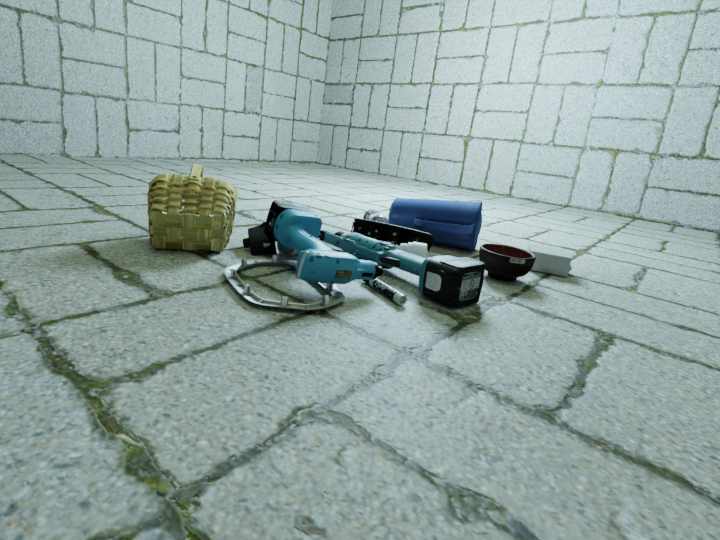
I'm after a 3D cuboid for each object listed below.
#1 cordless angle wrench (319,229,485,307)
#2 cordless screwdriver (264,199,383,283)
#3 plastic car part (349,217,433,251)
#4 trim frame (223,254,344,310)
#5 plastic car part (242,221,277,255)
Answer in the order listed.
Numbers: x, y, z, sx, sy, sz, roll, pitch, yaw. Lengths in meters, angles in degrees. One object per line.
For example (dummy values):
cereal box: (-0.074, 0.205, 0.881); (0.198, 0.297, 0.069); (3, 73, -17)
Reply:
cordless angle wrench: (0.048, -0.032, 0.883); (0.094, 0.073, 0.447); (-6, 19, -39)
cordless screwdriver: (-0.078, -0.051, 0.794); (0.152, 0.073, 0.263); (5, 24, -32)
plastic car part: (0.079, -0.077, 1.059); (0.211, 0.067, 0.064); (12, -9, 22)
trim frame: (-0.134, 0.015, 0.734); (0.177, 0.027, 0.262); (-3, 18, -31)
plastic car part: (-0.222, -0.068, 0.927); (0.070, 0.064, 0.120); (-11, 23, -7)
